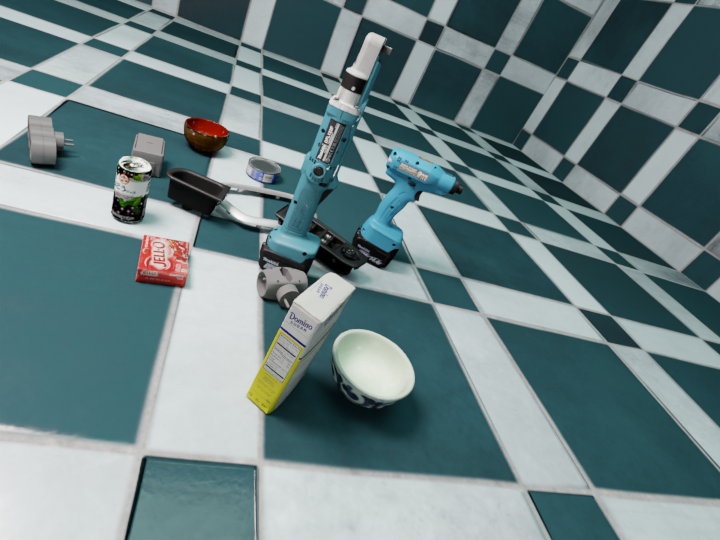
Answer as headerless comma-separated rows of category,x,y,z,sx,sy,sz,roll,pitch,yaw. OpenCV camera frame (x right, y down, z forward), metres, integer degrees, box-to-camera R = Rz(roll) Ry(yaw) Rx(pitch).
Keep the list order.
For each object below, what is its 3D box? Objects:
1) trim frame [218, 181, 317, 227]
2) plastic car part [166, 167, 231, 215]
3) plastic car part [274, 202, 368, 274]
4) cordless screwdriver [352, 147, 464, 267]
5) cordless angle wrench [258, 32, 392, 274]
trim frame,-0.208,-0.143,0.940,0.238,0.027,0.194,3,36,-31
plastic car part,-0.323,-0.147,0.825,0.115,0.070,0.067,21,31,-7
plastic car part,-0.083,-0.054,0.850,0.208,0.066,0.065,32,31,12
cordless screwdriver,0.090,-0.117,0.890,0.160,0.247,0.074,27,30,1
cordless angle wrench,-0.062,-0.168,0.693,0.097,0.420,0.075,25,30,-4
